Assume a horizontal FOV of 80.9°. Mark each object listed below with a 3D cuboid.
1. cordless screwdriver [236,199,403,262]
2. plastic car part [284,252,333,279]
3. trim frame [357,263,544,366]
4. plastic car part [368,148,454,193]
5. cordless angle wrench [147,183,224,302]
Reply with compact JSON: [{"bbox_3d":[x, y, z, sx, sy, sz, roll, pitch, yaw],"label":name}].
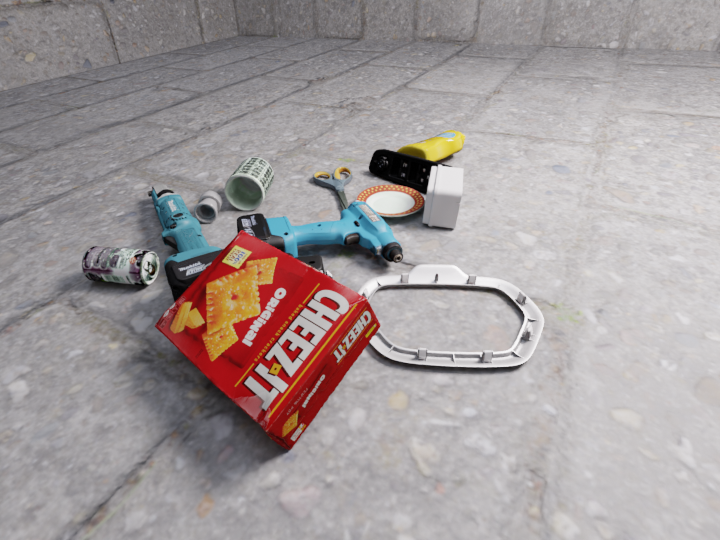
[{"bbox_3d":[-0.066,-0.043,0.673,0.243,0.072,0.168,-12,37,-18],"label":"cordless screwdriver"},{"bbox_3d":[-0.096,0.008,0.606,0.116,0.069,0.068,-1,33,-3],"label":"plastic car part"},{"bbox_3d":[0.111,0.053,0.563,0.252,0.026,0.188,-1,35,7],"label":"trim frame"},{"bbox_3d":[0.110,-0.215,0.897,0.214,0.065,0.065,25,34,33],"label":"plastic car part"},{"bbox_3d":[-0.314,-0.072,0.739,0.095,0.072,0.447,-20,37,-23],"label":"cordless angle wrench"}]
